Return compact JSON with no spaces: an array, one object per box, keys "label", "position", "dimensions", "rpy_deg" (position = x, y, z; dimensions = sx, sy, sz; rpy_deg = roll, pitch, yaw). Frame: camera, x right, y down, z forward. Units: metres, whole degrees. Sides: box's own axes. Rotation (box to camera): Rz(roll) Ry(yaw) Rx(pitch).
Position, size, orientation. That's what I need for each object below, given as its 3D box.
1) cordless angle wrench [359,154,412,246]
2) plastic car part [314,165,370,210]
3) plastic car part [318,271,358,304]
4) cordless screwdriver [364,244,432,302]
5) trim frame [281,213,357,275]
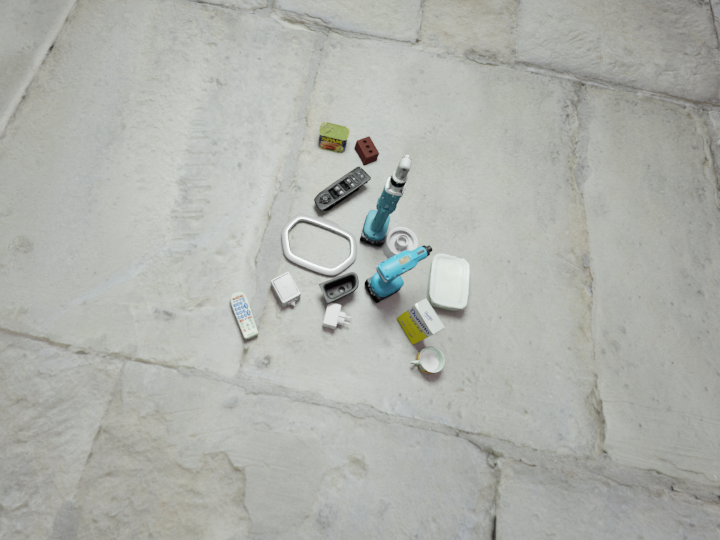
[{"label":"cordless angle wrench","position":[0.073,-0.185,1.174],"dimensions":[0.074,0.419,0.099],"rpy_deg":[17,70,-4]},{"label":"plastic car part","position":[-0.065,-0.259,1.381],"dimensions":[0.200,0.066,0.068],"rpy_deg":[-35,78,-16]},{"label":"plastic car part","position":[-0.061,0.055,1.258],"dimensions":[0.115,0.070,0.068],"rpy_deg":[-22,74,-13]},{"label":"cordless screwdriver","position":[0.103,0.006,1.194],"dimensions":[0.157,0.246,0.076],"rpy_deg":[-27,78,-16]},{"label":"trim frame","position":[-0.130,-0.085,1.330],"dimensions":[0.250,0.027,0.185],"rpy_deg":[20,69,4]}]
